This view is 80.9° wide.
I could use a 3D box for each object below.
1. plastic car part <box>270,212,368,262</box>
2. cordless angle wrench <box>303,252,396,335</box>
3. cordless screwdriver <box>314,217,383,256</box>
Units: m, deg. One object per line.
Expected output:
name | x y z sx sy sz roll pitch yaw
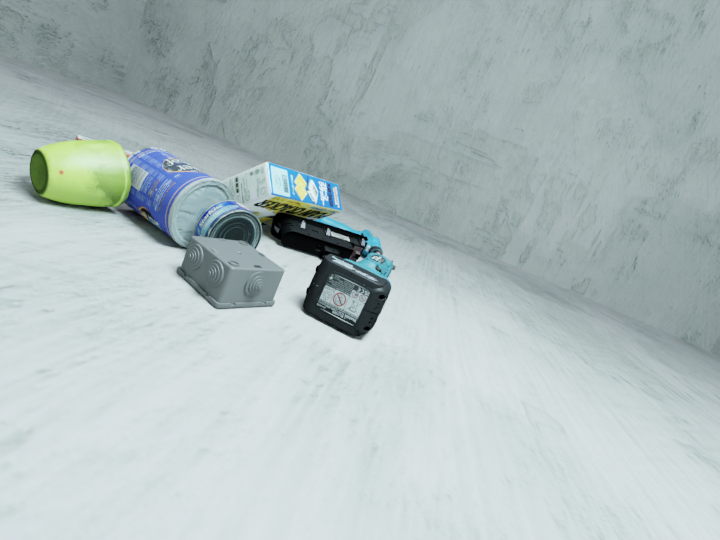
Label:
plastic car part | -0.080 -0.053 0.822 0.195 0.066 0.069 19 38 -21
cordless angle wrench | 0.014 0.008 0.711 0.100 0.074 0.416 25 11 7
cordless screwdriver | -0.062 -0.097 0.994 0.244 0.074 0.163 24 12 -12
